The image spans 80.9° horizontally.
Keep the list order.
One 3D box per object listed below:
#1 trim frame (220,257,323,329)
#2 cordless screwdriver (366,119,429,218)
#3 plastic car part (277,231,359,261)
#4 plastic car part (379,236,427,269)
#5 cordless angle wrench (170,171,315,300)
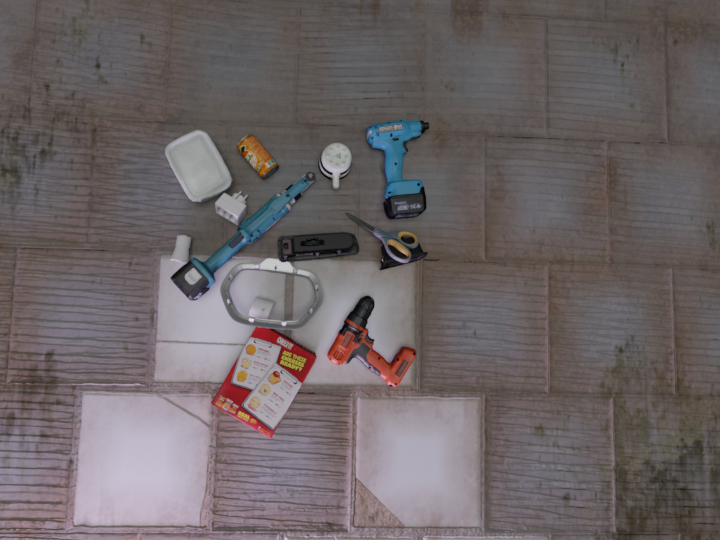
[{"bbox_3d":[-0.212,0.052,1.014,0.248,0.027,0.189,5,55,-1],"label":"trim frame"},{"bbox_3d":[0.115,-0.259,1.063,0.158,0.074,0.251,-11,83,-4],"label":"cordless screwdriver"},{"bbox_3d":[-0.102,-0.067,1.044,0.201,0.066,0.068,-4,71,-7],"label":"plastic car part"},{"bbox_3d":[0.099,-0.052,1.056,0.115,0.065,0.073,-17,75,-8],"label":"plastic car part"},{"bbox_3d":[-0.268,-0.097,1.030,0.421,0.098,0.074,-44,93,-9],"label":"cordless angle wrench"}]
